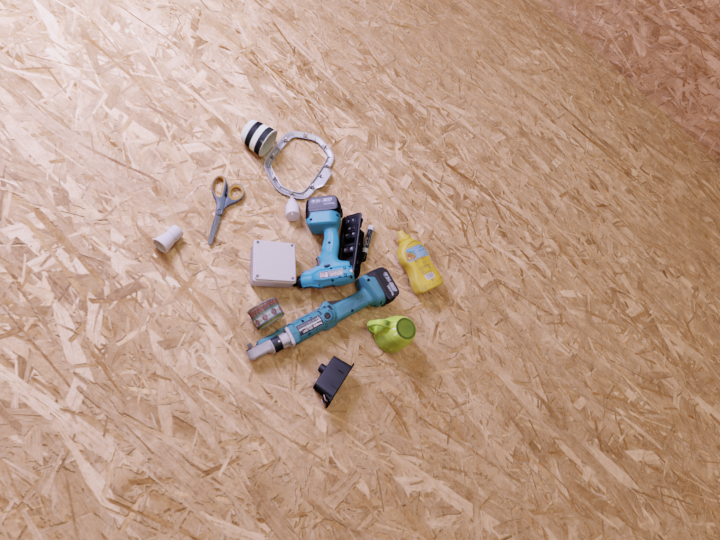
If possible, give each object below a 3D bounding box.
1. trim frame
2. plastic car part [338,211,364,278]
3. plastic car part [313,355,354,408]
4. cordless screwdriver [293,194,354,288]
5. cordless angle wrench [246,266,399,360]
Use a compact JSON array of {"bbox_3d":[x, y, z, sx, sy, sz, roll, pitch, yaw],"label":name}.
[{"bbox_3d":[-0.175,-0.317,1.244,0.182,0.028,0.249,33,58,-6],"label":"trim frame"},{"bbox_3d":[-0.025,-0.057,1.170,0.063,0.069,0.207,46,45,-48],"label":"plastic car part"},{"bbox_3d":[-0.073,0.257,1.015,0.072,0.065,0.116,29,56,6],"label":"plastic car part"},{"bbox_3d":[-0.110,-0.072,1.123,0.161,0.072,0.256,-11,67,6],"label":"cordless screwdriver"},{"bbox_3d":[-0.091,0.117,1.062,0.413,0.075,0.099,-26,81,-27],"label":"cordless angle wrench"}]
